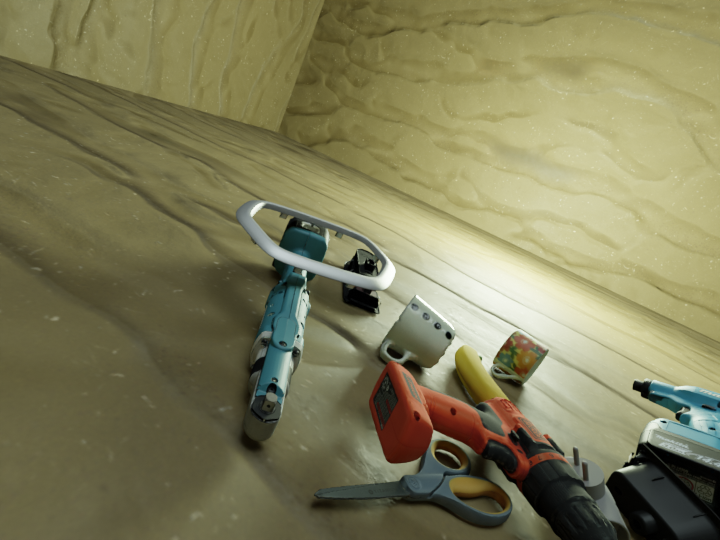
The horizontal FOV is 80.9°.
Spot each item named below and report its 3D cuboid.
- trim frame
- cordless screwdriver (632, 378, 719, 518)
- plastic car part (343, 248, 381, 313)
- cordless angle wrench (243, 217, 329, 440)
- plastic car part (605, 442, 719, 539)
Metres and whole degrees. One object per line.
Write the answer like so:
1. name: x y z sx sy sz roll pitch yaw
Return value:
1. trim frame: -0.059 -0.038 0.602 0.240 0.027 0.192 15 28 -20
2. cordless screwdriver: 0.431 0.218 0.570 0.239 0.073 0.168 -13 19 -40
3. plastic car part: 0.004 0.006 0.790 0.066 0.066 0.206 14 16 -7
4. cordless angle wrench: -0.091 0.042 0.536 0.073 0.097 0.432 20 22 -11
5. plastic car part: 0.312 0.256 0.446 0.069 0.065 0.121 2 27 -16
